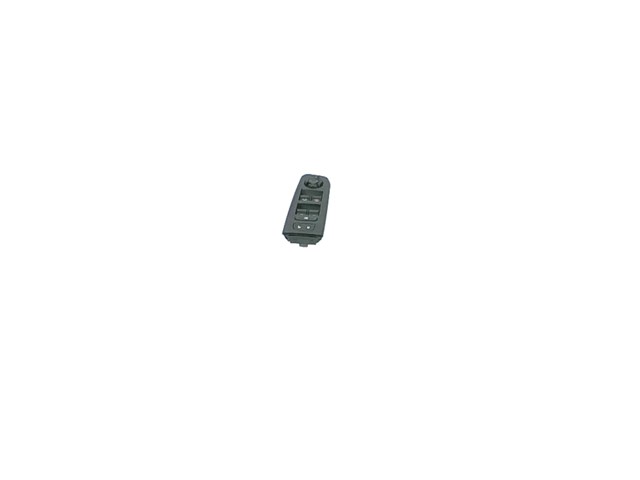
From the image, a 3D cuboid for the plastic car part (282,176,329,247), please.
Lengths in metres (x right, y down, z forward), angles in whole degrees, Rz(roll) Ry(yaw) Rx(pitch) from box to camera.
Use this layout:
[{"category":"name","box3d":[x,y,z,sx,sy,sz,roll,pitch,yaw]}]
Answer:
[{"category":"plastic car part","box3d":[-0.017,-0.051,0.765,0.066,0.067,0.202,-3,41,9]}]
